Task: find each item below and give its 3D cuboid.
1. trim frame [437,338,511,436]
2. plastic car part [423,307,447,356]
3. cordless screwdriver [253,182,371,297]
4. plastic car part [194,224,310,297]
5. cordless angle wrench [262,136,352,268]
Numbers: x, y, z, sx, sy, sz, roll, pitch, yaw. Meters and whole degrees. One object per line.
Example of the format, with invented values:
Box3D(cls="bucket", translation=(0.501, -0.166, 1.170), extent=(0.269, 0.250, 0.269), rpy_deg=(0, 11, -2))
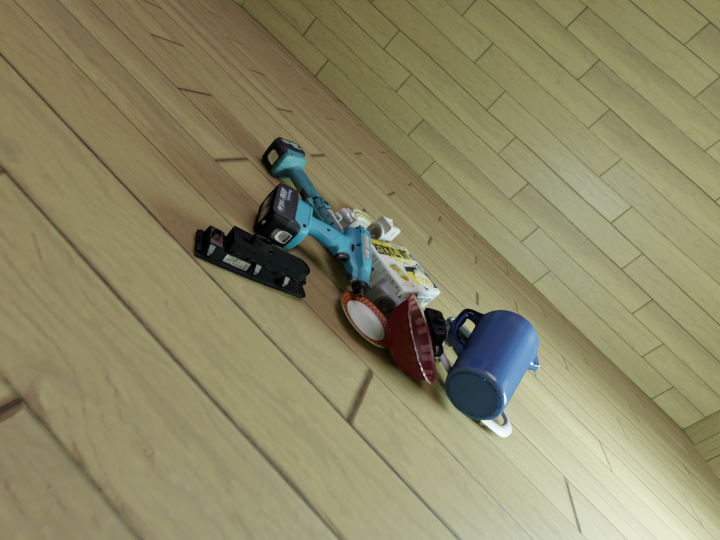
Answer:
Box3D(cls="trim frame", translation=(0.238, 0.241, 0.915), extent=(0.174, 0.028, 0.261), rpy_deg=(24, 26, -37))
Box3D(cls="plastic car part", translation=(0.157, 0.124, 0.909), extent=(0.065, 0.070, 0.119), rpy_deg=(14, 26, -9))
Box3D(cls="cordless screwdriver", translation=(-0.079, -0.052, 0.807), extent=(0.237, 0.075, 0.164), rpy_deg=(24, 45, -28))
Box3D(cls="plastic car part", translation=(-0.158, -0.020, 0.669), extent=(0.192, 0.067, 0.069), rpy_deg=(32, 18, -34))
Box3D(cls="cordless angle wrench", translation=(-0.099, -0.140, 0.982), extent=(0.093, 0.075, 0.441), rpy_deg=(6, 44, -53))
